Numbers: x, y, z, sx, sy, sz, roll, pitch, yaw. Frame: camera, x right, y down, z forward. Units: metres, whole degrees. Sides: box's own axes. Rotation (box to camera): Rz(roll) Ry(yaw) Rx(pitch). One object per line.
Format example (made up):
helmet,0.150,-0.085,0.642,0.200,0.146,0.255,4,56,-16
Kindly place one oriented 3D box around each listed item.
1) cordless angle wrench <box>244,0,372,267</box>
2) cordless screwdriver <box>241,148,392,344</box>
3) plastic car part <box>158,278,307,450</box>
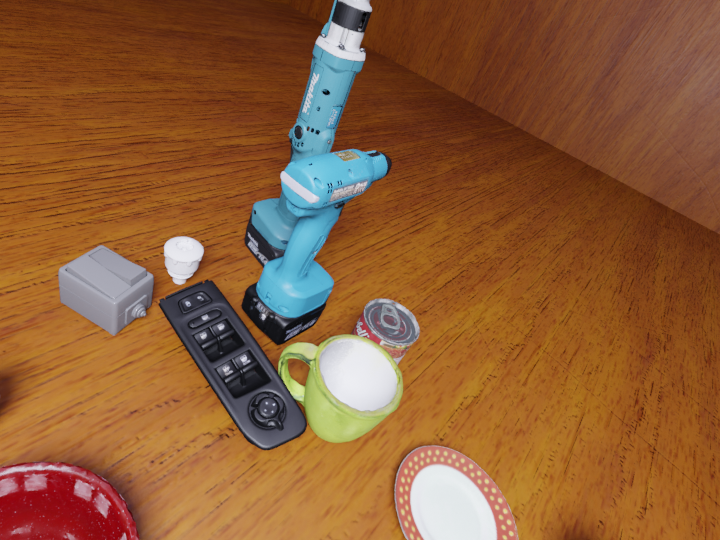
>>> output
cordless angle wrench,-0.061,-0.179,0.548,0.071,0.419,0.103,-15,52,-43
cordless screwdriver,-0.050,-0.033,0.513,0.077,0.246,0.154,40,38,19
plastic car part,-0.139,0.104,0.445,0.064,0.066,0.213,-19,52,-43
